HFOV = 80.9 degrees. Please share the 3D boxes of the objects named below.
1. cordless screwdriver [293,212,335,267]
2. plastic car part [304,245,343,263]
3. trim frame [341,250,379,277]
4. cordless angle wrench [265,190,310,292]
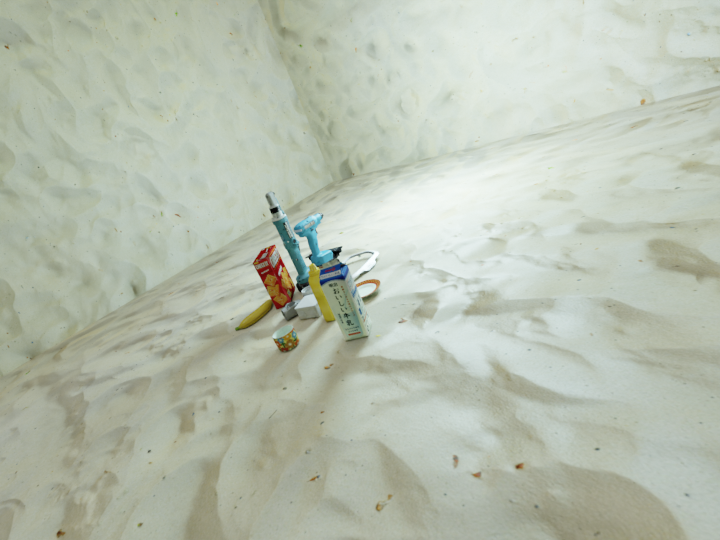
[{"bbox_3d":[-0.176,-0.115,1.801,0.078,0.242,0.156,-5,25,47],"label":"cordless screwdriver"},{"bbox_3d":[-0.164,-0.064,1.915,0.212,0.065,0.065,-6,25,40],"label":"plastic car part"},{"bbox_3d":[-0.027,-0.016,1.700,0.192,0.027,0.244,-5,28,42],"label":"trim frame"},{"bbox_3d":[-0.274,-0.112,1.655,0.078,0.412,0.096,-8,22,43],"label":"cordless angle wrench"}]
